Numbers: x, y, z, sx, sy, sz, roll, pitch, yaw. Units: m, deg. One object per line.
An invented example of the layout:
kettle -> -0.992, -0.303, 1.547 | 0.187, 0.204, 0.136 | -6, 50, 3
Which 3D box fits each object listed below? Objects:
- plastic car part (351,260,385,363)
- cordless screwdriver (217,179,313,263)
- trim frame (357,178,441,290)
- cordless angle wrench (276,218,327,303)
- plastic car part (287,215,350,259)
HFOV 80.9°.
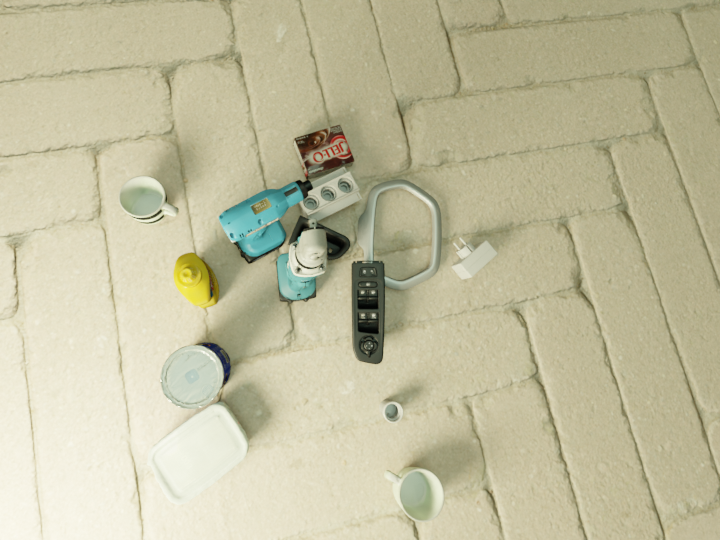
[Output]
plastic car part -> 0.012, 0.084, 0.855 | 0.065, 0.067, 0.205 | 1, 79, -9
cordless screwdriver -> -0.168, -0.090, 0.775 | 0.157, 0.250, 0.075 | -30, 89, -13
trim frame -> 0.086, -0.080, 0.915 | 0.182, 0.027, 0.251 | 4, 79, -6
cordless angle wrench -> -0.093, -0.006, 0.678 | 0.073, 0.425, 0.099 | -5, 84, -12
plastic car part -> -0.085, -0.056, 0.869 | 0.116, 0.071, 0.066 | 23, 78, -3
